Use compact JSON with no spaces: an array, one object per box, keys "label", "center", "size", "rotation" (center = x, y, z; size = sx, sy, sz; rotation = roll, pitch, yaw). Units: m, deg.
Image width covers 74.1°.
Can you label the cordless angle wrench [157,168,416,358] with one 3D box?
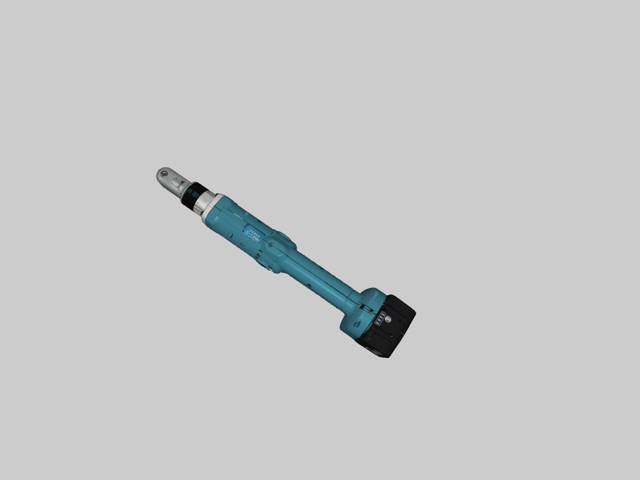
[{"label":"cordless angle wrench","center":[-0.066,0.017,0.612],"size":[0.423,0.074,0.098],"rotation":[34,-13,5]}]
